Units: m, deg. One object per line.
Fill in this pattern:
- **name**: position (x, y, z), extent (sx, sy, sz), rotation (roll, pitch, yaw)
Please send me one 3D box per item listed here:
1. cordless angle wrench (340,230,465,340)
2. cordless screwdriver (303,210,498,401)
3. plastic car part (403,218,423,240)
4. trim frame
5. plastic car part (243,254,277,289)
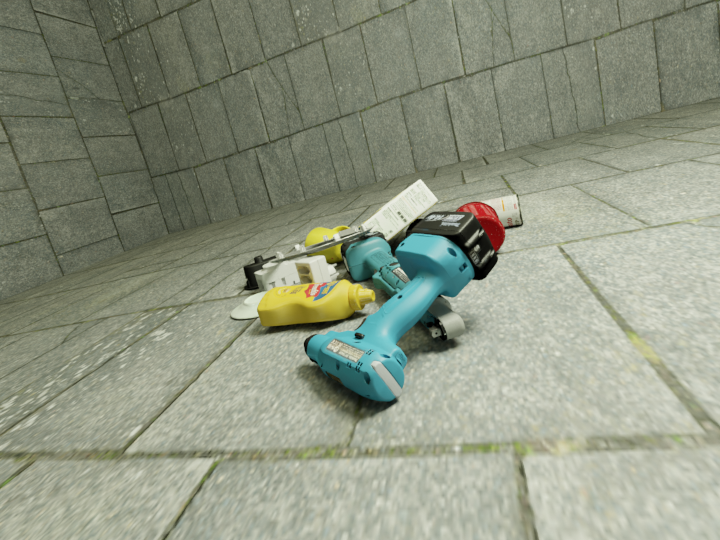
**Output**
- **cordless angle wrench**: position (0.058, 0.014, 0.689), extent (0.097, 0.072, 0.437), rotation (-19, 18, -9)
- **cordless screwdriver**: position (0.042, 0.033, 0.516), extent (0.247, 0.071, 0.167), rotation (-48, 28, -22)
- **plastic car part**: position (0.126, -0.080, 0.947), extent (0.068, 0.066, 0.200), rotation (-4, 13, 15)
- **trim frame**: position (-0.086, -0.056, 0.878), extent (0.178, 0.027, 0.258), rotation (-24, 7, -43)
- **plastic car part**: position (-0.230, -0.003, 1.017), extent (0.114, 0.070, 0.068), rotation (-16, 12, -16)
